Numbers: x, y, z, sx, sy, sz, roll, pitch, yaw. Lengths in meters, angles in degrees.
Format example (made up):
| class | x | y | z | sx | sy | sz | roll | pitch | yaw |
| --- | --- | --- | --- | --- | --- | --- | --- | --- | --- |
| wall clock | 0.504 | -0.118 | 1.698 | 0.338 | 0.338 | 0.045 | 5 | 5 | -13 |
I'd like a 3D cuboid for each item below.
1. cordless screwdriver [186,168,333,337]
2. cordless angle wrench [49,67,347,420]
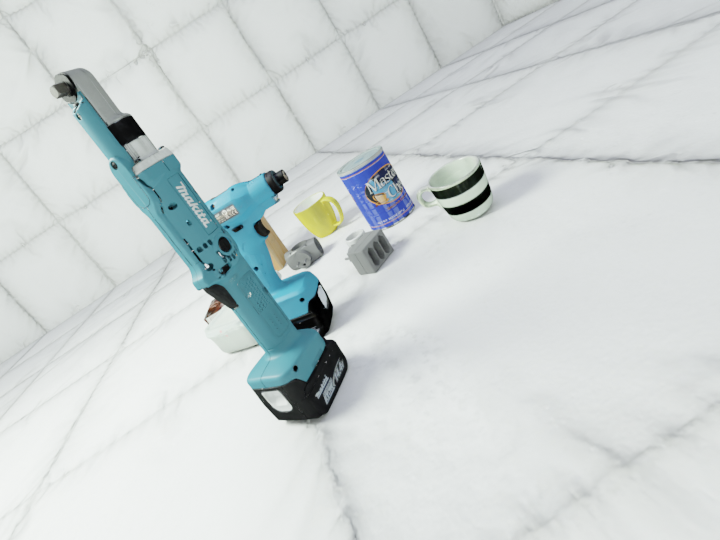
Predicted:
| class | x | y | z | sx | sy | sz | roll | pitch | yaw |
| --- | --- | --- | --- | --- | --- | --- | --- | --- | --- |
| cordless screwdriver | -0.118 | -0.014 | 0.608 | 0.162 | 0.241 | 0.075 | -27 | 18 | 16 |
| cordless angle wrench | -0.160 | -0.018 | 0.447 | 0.077 | 0.410 | 0.098 | -20 | 21 | 35 |
